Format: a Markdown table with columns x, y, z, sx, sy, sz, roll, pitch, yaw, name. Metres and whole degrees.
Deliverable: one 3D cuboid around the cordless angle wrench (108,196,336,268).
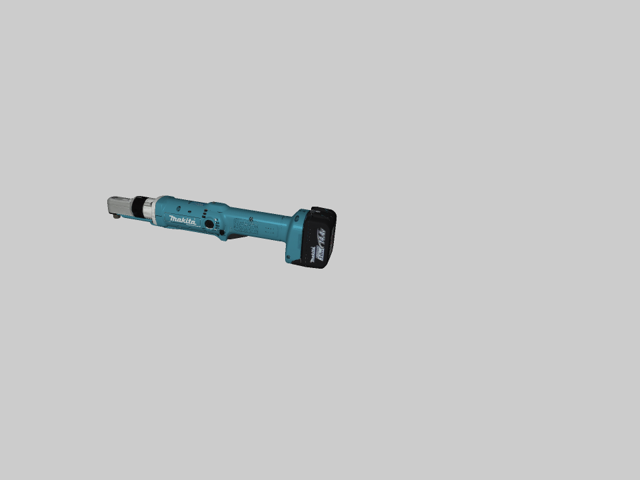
| x | y | z | sx | sy | sz | roll | pitch | yaw | name |
| --- | --- | --- | --- | --- | --- | --- | --- | --- | --- |
| -0.186 | -0.035 | 0.759 | 0.423 | 0.098 | 0.074 | 9 | 25 | 8 | cordless angle wrench |
